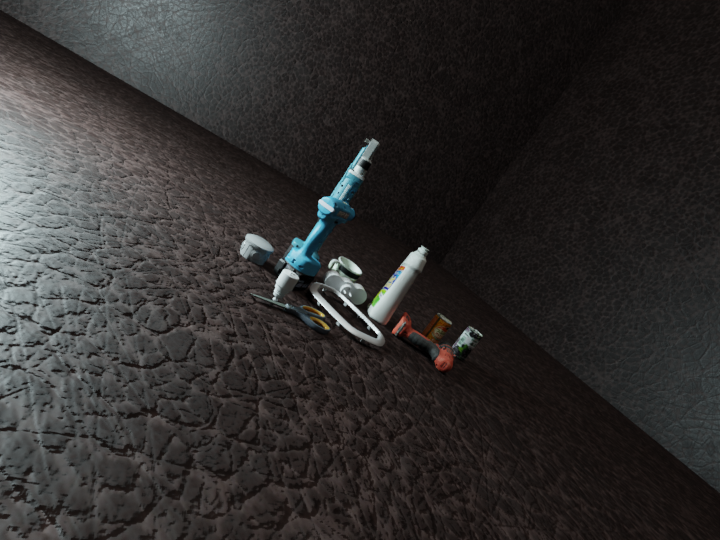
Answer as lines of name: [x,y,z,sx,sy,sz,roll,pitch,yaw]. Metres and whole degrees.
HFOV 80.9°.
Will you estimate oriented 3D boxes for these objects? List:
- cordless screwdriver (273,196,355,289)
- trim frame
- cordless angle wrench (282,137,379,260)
cordless screwdriver: [-0.106,-0.069,1.080,0.077,0.249,0.153,38,12,21]
trim frame: [-0.036,0.109,1.082,0.262,0.027,0.175,40,13,30]
cordless angle wrench: [-0.072,-0.177,1.182,0.097,0.423,0.075,33,11,-6]
